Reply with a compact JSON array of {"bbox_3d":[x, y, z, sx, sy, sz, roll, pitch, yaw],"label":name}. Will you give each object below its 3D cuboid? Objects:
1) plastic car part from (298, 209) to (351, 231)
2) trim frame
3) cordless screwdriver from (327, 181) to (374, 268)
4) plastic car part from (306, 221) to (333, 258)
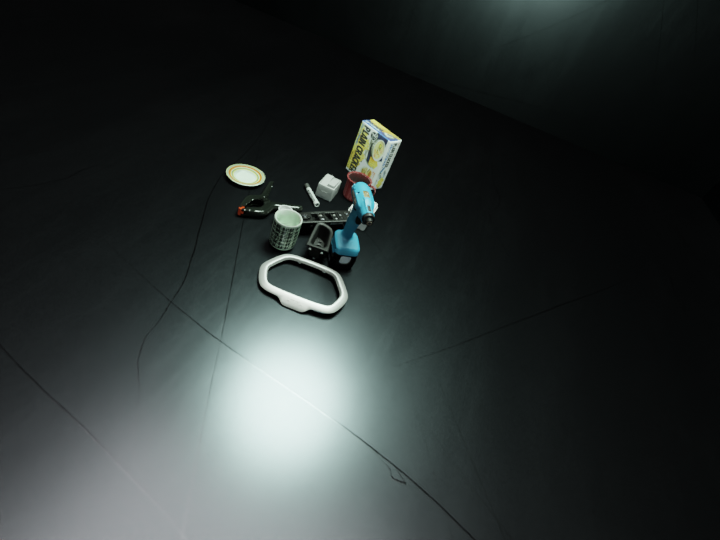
[{"bbox_3d":[-0.119,-0.153,1.328,0.196,0.066,0.069,-2,45,-24],"label":"plastic car part"},{"bbox_3d":[-0.152,0.034,1.131,0.250,0.027,0.186,21,39,1],"label":"trim frame"},{"bbox_3d":[-0.022,-0.104,1.170,0.072,0.246,0.165,9,41,-18],"label":"cordless screwdriver"},{"bbox_3d":[-0.121,-0.079,1.240,0.066,0.070,0.118,19,39,-4],"label":"plastic car part"}]
